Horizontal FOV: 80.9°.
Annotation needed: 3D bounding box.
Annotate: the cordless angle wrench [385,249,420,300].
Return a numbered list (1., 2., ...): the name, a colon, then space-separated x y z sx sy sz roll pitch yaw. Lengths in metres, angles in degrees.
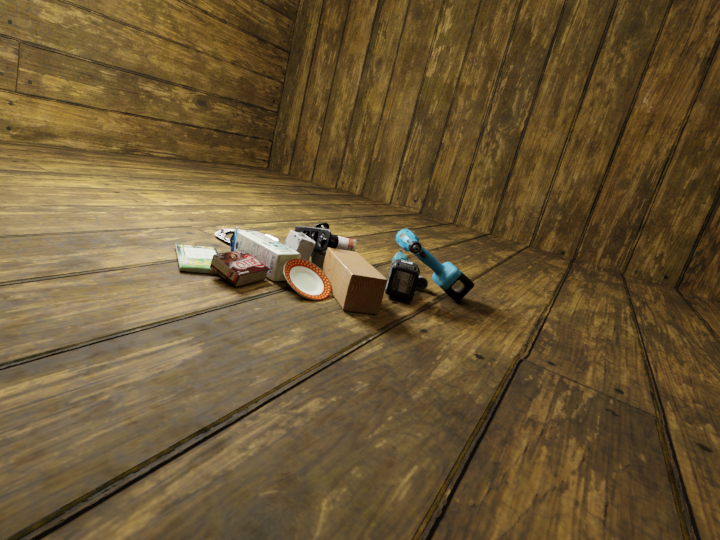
1. cordless angle wrench: 0.122 -0.008 1.287 0.075 0.097 0.422 14 11 1

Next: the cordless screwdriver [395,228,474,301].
1. cordless screwdriver: 0.207 -0.014 1.175 0.244 0.074 0.162 41 8 -12

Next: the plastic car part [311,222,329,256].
1. plastic car part: -0.128 -0.084 1.313 0.063 0.116 0.074 5 41 -32

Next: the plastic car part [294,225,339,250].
1. plastic car part: -0.126 -0.086 1.209 0.064 0.066 0.212 17 -4 -31

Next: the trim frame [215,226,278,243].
1. trim frame: -0.340 -0.095 1.318 0.262 0.027 0.176 21 17 33
